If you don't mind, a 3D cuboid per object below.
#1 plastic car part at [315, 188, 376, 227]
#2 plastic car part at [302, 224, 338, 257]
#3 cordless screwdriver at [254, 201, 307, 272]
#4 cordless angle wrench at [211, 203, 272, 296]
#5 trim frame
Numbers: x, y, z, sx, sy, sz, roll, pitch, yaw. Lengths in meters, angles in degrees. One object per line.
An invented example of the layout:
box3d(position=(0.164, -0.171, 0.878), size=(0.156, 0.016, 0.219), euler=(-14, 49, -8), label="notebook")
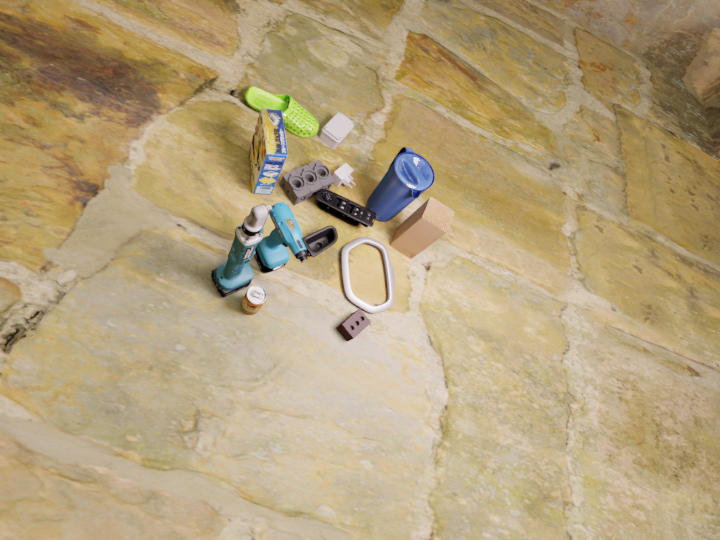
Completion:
box3d(position=(-0.054, -0.195, 1.350), size=(0.200, 0.067, 0.067), euler=(28, 60, -6), label="plastic car part")
box3d(position=(-0.124, -0.081, 1.268), size=(0.114, 0.071, 0.067), euler=(-31, 82, -30), label="plastic car part")
box3d(position=(-0.211, -0.058, 1.121), size=(0.072, 0.251, 0.162), euler=(-21, 78, -30), label="cordless screwdriver")
box3d(position=(-0.277, -0.044, 0.989), size=(0.095, 0.427, 0.076), euler=(-25, 82, -30), label="cordless angle wrench")
box3d(position=(0.028, 0.011, 1.306), size=(0.178, 0.028, 0.255), euler=(2, 66, -20), label="trim frame")
